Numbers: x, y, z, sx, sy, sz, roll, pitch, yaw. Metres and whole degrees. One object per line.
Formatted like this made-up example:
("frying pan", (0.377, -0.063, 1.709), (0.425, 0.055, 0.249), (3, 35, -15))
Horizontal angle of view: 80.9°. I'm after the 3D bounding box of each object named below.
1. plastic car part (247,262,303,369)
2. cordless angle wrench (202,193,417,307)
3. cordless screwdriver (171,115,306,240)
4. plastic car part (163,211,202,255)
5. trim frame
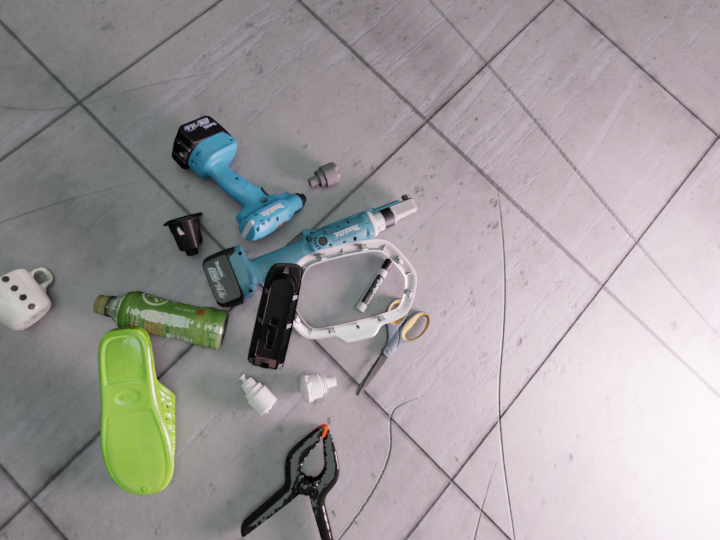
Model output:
("plastic car part", (-0.148, 0.083, 0.719), (0.066, 0.067, 0.201), (15, 101, 0))
("cordless angle wrench", (-0.078, -0.051, 0.793), (0.417, 0.074, 0.099), (-23, 84, -13))
("cordless screwdriver", (-0.222, -0.179, 0.791), (0.252, 0.075, 0.156), (46, 46, 6))
("plastic car part", (-0.308, -0.062, 0.752), (0.065, 0.121, 0.069), (-18, 108, -13))
("trim frame", (-0.016, 0.041, 0.760), (0.246, 0.028, 0.180), (-12, 108, -7))
